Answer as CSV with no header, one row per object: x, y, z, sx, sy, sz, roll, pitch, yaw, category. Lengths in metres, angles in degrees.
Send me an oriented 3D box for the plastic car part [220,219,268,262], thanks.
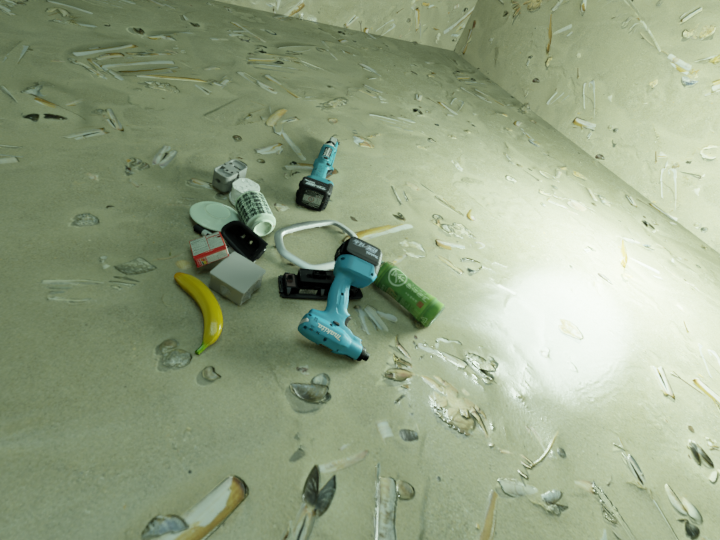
-0.267,-0.068,1.001,0.121,0.066,0.068,41,1,19,plastic car part

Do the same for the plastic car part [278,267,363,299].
-0.085,0.027,0.982,0.196,0.066,0.069,8,36,-20,plastic car part

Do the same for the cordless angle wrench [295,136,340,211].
-0.118,-0.337,1.356,0.097,0.073,0.431,17,39,-7,cordless angle wrench

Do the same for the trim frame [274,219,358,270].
-0.108,-0.070,1.102,0.240,0.027,0.193,-18,55,-34,trim frame

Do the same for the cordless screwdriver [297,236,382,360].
-0.018,0.061,0.914,0.156,0.075,0.250,29,62,-10,cordless screwdriver
